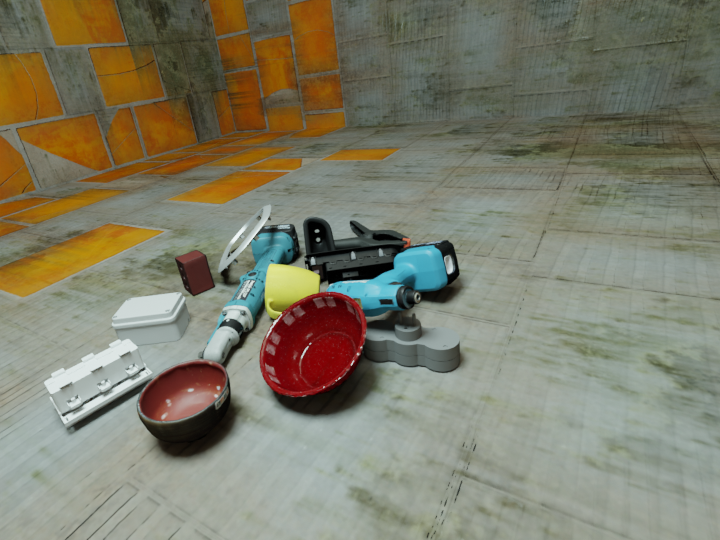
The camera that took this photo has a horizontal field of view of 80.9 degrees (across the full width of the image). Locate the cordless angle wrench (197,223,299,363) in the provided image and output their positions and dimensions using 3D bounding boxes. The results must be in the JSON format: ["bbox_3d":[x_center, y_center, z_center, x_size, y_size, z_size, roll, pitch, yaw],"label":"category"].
[{"bbox_3d":[-0.204,0.029,0.814,0.099,0.072,0.430,-5,29,8],"label":"cordless angle wrench"}]

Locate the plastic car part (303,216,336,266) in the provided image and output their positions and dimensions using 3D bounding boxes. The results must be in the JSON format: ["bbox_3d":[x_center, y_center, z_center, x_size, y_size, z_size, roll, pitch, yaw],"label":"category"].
[{"bbox_3d":[-0.090,-0.059,0.918,0.066,0.116,0.071,-10,1,-5],"label":"plastic car part"}]

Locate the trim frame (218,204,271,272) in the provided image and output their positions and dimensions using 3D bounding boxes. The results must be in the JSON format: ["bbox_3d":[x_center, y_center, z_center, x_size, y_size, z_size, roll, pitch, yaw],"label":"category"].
[{"bbox_3d":[-0.263,-0.073,0.960,0.184,0.026,0.257,-45,23,5],"label":"trim frame"}]

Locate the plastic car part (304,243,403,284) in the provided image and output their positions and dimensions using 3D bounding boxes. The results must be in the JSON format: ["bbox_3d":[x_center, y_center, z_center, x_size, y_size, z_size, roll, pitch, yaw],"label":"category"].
[{"bbox_3d":[-0.006,-0.010,0.834,0.202,0.064,0.070,-10,35,-3],"label":"plastic car part"}]

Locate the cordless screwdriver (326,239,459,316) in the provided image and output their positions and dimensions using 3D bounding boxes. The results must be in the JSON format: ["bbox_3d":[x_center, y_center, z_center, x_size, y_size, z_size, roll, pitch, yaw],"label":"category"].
[{"bbox_3d":[0.079,0.013,0.675,0.166,0.073,0.240,-6,12,45],"label":"cordless screwdriver"}]
